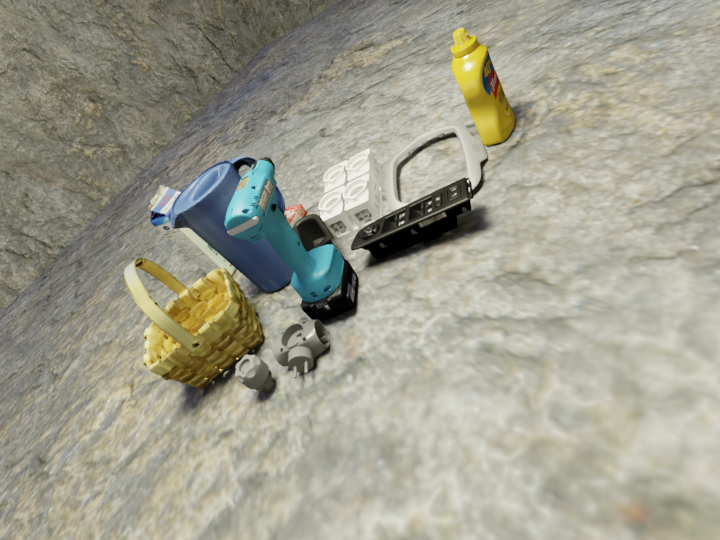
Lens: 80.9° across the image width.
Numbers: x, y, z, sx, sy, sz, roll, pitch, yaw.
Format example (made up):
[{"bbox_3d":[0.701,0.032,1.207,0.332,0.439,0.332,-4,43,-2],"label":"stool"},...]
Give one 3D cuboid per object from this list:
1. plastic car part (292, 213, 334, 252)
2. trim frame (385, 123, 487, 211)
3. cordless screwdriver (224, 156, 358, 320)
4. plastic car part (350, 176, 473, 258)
[{"bbox_3d":[-0.075,-0.049,0.766,0.066,0.067,0.122,-36,35,5],"label":"plastic car part"},{"bbox_3d":[0.130,-0.185,0.763,0.189,0.026,0.255,-22,39,24],"label":"trim frame"},{"bbox_3d":[-0.096,-0.048,0.637,0.076,0.236,0.163,-23,37,23],"label":"cordless screwdriver"},{"bbox_3d":[0.080,-0.070,0.651,0.209,0.064,0.068,-19,39,27],"label":"plastic car part"}]
